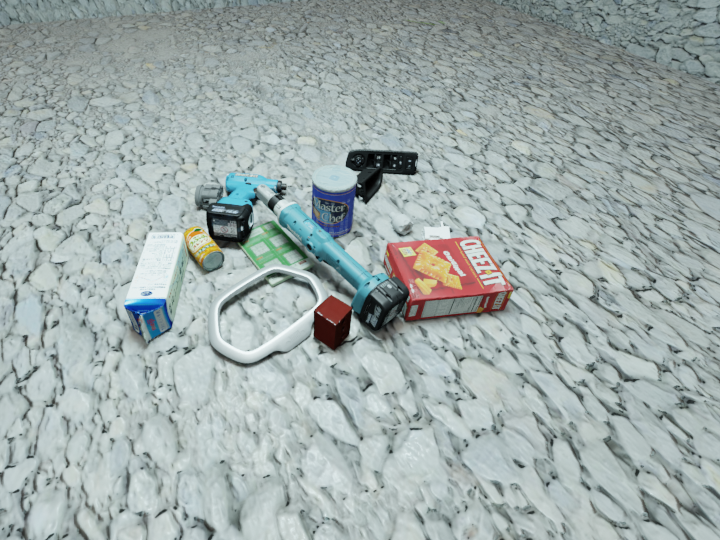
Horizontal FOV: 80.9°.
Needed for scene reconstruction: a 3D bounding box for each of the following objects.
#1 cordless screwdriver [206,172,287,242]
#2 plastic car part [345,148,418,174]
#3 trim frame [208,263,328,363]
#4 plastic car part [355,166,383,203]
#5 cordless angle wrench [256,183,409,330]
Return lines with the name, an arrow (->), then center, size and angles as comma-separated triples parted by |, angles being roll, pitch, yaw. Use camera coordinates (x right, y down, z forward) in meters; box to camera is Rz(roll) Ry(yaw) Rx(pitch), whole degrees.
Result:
cordless screwdriver -> -0.274, -0.166, 1.032 | 0.160, 0.072, 0.255 | 3, 36, 0
plastic car part -> 0.058, -0.322, 1.219 | 0.203, 0.064, 0.069 | 2, 35, -1
trim frame -> -0.179, 0.076, 0.822 | 0.193, 0.027, 0.243 | 37, 55, 27
plastic car part -> 0.008, -0.237, 1.139 | 0.074, 0.063, 0.116 | 9, 40, 25
cordless angle wrench -> -0.086, -0.056, 0.881 | 0.072, 0.096, 0.442 | -29, 60, -34
